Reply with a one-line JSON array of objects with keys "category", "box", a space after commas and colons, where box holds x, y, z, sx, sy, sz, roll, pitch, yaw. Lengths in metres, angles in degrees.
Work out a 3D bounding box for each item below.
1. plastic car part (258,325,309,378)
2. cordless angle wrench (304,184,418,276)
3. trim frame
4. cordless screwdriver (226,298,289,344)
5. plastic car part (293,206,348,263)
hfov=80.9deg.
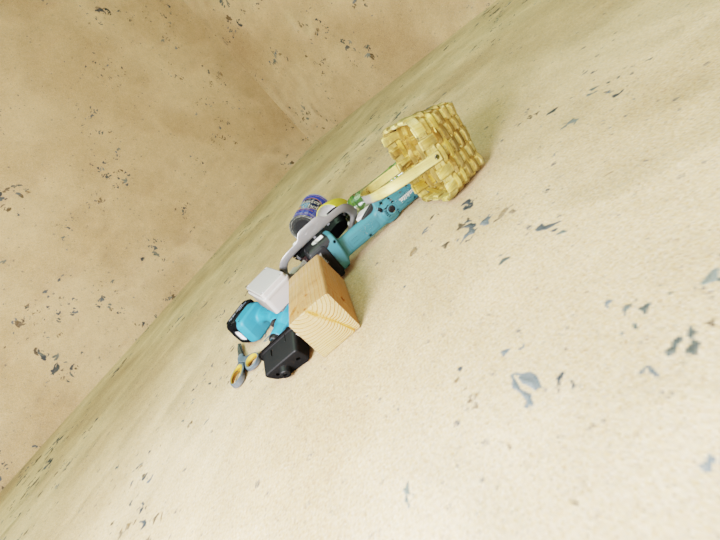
[{"category": "plastic car part", "box": [-0.136, 0.162, 0.786, 0.117, 0.063, 0.074, -42, 33, 16]}, {"category": "cordless angle wrench", "box": [0.059, -0.143, 0.963, 0.422, 0.095, 0.077, -41, 18, -3]}, {"category": "trim frame", "box": [-0.100, -0.065, 1.024, 0.248, 0.029, 0.177, -42, -22, -6]}, {"category": "cordless screwdriver", "box": [-0.226, 0.125, 0.990, 0.258, 0.071, 0.159, -18, 33, 43]}, {"category": "plastic car part", "box": [-0.098, -0.085, 1.121, 0.203, 0.063, 0.070, -51, 41, 24]}]
